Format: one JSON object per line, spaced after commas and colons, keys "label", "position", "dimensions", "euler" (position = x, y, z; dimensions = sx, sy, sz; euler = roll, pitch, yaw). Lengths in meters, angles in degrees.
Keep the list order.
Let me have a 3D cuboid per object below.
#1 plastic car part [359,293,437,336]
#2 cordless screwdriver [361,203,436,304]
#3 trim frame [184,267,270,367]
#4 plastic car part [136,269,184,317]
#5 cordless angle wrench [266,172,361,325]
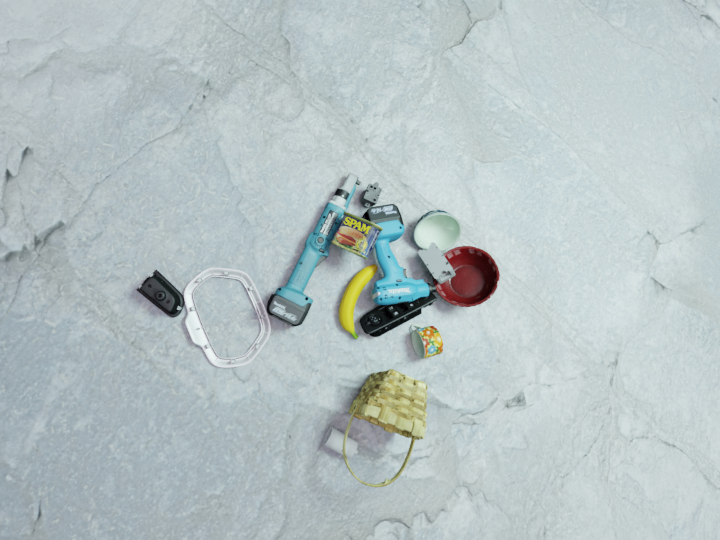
{"label": "plastic car part", "position": [0.089, 0.108, 1.064], "dimensions": [0.199, 0.064, 0.070], "euler": [-24, 51, -16]}
{"label": "cordless screwdriver", "position": [0.092, -0.042, 1.066], "dimensions": [0.156, 0.074, 0.254], "euler": [-6, 72, -13]}
{"label": "trim frame", "position": [-0.324, 0.110, 1.020], "dimensions": [0.182, 0.028, 0.250], "euler": [-23, 86, -11]}
{"label": "plastic car part", "position": [-0.465, 0.056, 0.985], "dimensions": [0.117, 0.071, 0.066], "euler": [41, 77, 2]}
{"label": "cordless angle wrench", "position": [-0.104, -0.068, 1.066], "dimensions": [0.097, 0.075, 0.424], "euler": [26, 75, -6]}
